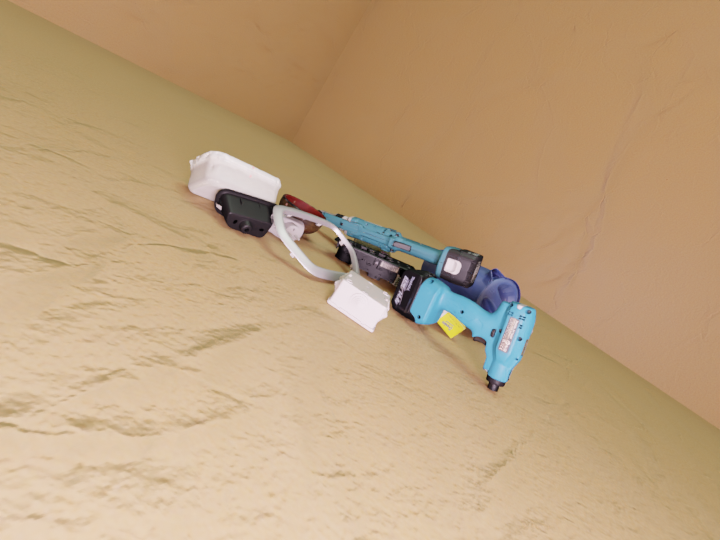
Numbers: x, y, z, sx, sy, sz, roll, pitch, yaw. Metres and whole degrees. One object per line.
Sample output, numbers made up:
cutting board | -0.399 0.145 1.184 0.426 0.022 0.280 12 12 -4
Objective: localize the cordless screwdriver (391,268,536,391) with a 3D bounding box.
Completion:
cordless screwdriver | 0.177 0.100 0.791 0.263 0.158 0.070 23 8 36

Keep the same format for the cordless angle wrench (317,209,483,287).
cordless angle wrench | 0.069 -0.073 1.017 0.443 0.074 0.094 23 13 26

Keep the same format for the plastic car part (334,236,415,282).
plastic car part | 0.026 -0.020 0.970 0.202 0.067 0.067 27 21 -2

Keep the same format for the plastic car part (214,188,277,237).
plastic car part | -0.207 -0.095 0.764 0.110 0.066 0.074 14 37 -44

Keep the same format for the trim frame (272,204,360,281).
trim frame | -0.081 -0.053 0.831 0.236 0.028 0.191 9 47 -54
